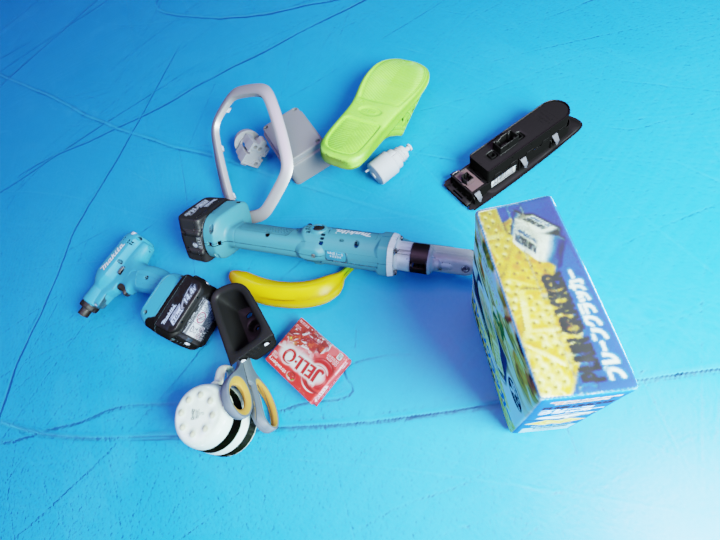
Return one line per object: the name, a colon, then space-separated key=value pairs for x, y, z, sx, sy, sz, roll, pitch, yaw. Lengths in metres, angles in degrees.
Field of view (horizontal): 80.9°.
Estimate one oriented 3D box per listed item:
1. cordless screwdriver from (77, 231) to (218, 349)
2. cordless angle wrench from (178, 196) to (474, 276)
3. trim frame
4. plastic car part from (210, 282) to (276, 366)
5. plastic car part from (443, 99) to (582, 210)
cordless screwdriver: x=-0.336 y=0.045 z=0.660 sx=0.262 sy=0.070 sz=0.159 roll=24 pitch=73 yaw=31
cordless angle wrench: x=-0.058 y=-0.038 z=0.597 sx=0.438 sy=0.072 sz=0.098 roll=9 pitch=34 yaw=20
trim frame: x=-0.189 y=-0.198 z=0.712 sx=0.189 sy=0.026 sz=0.254 roll=-26 pitch=74 yaw=32
plastic car part: x=-0.153 y=0.074 z=0.577 sx=0.066 sy=0.067 sz=0.123 roll=-36 pitch=50 yaw=-1
plastic car part: x=0.215 y=-0.174 z=0.594 sx=0.202 sy=0.064 sz=0.070 roll=-34 pitch=52 yaw=-4
